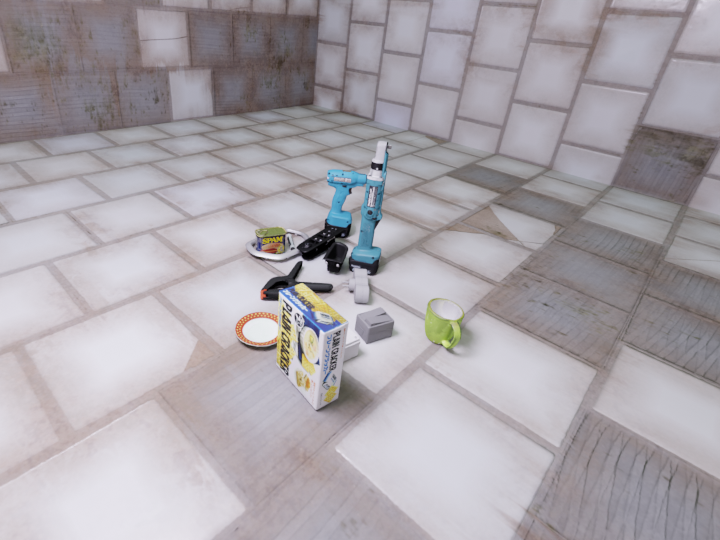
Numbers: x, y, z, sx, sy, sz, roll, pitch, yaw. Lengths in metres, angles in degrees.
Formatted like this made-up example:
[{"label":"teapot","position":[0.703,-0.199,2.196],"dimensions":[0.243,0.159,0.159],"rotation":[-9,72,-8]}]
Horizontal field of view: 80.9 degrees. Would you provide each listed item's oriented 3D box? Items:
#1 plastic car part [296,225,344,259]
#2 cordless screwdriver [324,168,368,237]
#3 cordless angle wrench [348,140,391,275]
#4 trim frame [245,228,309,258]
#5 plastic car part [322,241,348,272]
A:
[{"label":"plastic car part","position":[-0.141,-0.092,1.441],"dimensions":[0.070,0.065,0.198],"rotation":[25,36,28]},{"label":"cordless screwdriver","position":[-0.050,-0.241,1.527],"dimensions":[0.159,0.243,0.076],"rotation":[7,30,-1]},{"label":"cordless angle wrench","position":[0.035,-0.184,1.282],"dimensions":[0.100,0.413,0.075],"rotation":[13,30,9]},{"label":"trim frame","position":[-0.278,-0.093,1.460],"dimensions":[0.194,0.027,0.241],"rotation":[26,37,30]},{"label":"plastic car part","position":[-0.076,-0.034,1.352],"dimensions":[0.067,0.069,0.117],"rotation":[12,31,9]}]
